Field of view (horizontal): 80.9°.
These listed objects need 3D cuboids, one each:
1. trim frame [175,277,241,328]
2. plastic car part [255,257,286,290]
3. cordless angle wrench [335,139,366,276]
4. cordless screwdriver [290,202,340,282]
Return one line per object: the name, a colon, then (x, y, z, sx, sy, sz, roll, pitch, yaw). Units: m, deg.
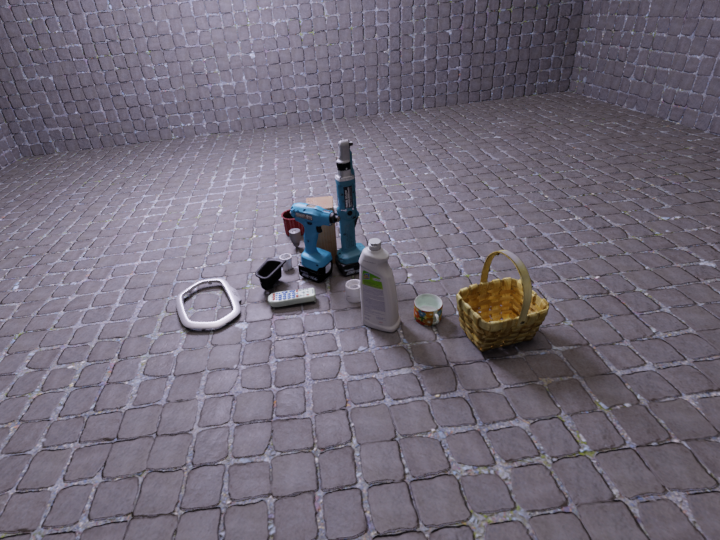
trim frame: (-0.451, 0.096, 1.260, 0.180, 0.026, 0.263, -21, 36, -21)
plastic car part: (-0.281, 0.019, 1.310, 0.068, 0.068, 0.116, 7, 34, 18)
cordless angle wrench: (-0.038, -0.180, 1.259, 0.096, 0.409, 0.078, -12, 32, -14)
cordless screwdriver: (-0.125, -0.082, 1.279, 0.167, 0.241, 0.073, 16, 36, 29)
